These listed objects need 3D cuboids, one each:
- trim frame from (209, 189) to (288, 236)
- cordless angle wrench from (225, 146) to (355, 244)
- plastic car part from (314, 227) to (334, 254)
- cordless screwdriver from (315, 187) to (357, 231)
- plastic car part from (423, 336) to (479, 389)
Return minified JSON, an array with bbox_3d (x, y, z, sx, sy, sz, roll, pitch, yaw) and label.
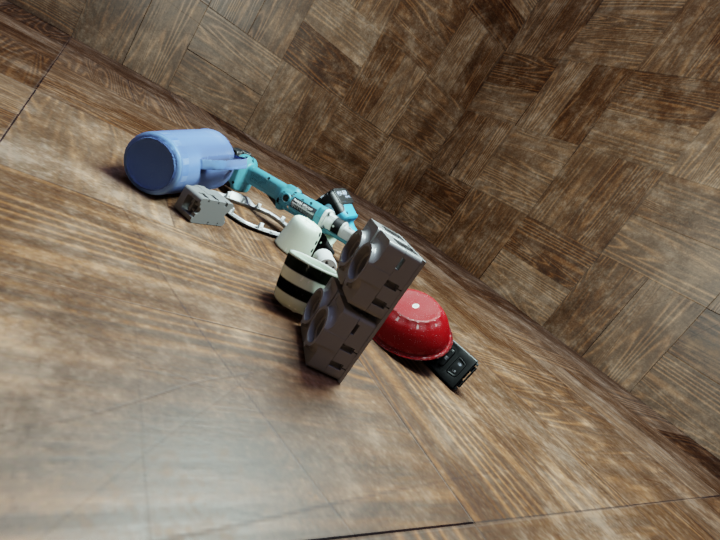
[{"bbox_3d":[-0.245,-0.132,0.991,0.235,0.027,0.195,14,21,-49],"label":"trim frame"},{"bbox_3d":[-0.166,-0.168,1.002,0.440,0.098,0.071,32,12,21],"label":"cordless angle wrench"},{"bbox_3d":[-0.100,-0.066,1.027,0.067,0.066,0.123,41,8,-41],"label":"plastic car part"},{"bbox_3d":[-0.027,-0.074,1.017,0.249,0.076,0.156,59,25,1],"label":"cordless screwdriver"},{"bbox_3d":[0.129,0.132,0.801,0.214,0.066,0.063,41,5,35],"label":"plastic car part"}]
